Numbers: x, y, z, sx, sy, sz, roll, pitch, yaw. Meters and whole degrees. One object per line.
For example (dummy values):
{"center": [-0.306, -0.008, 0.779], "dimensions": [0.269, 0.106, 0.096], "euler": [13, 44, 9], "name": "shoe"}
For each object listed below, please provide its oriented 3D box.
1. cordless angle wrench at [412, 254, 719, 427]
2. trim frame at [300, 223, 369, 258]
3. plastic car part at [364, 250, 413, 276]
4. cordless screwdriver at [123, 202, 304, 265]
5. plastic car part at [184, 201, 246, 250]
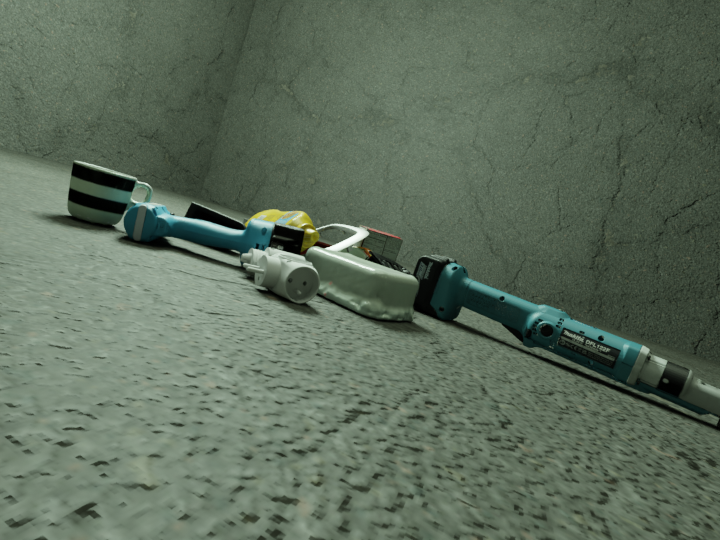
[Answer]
{"center": [0.269, 0.086, 0.605], "dimensions": [0.447, 0.097, 0.070], "euler": [24, 10, 36], "name": "cordless angle wrench"}
{"center": [-0.078, -0.051, 0.802], "dimensions": [0.182, 0.027, 0.257], "euler": [-24, 16, -14], "name": "trim frame"}
{"center": [0.053, 0.018, 0.747], "dimensions": [0.069, 0.067, 0.194], "euler": [45, 15, 20], "name": "plastic car part"}
{"center": [-0.214, -0.055, 0.645], "dimensions": [0.244, 0.074, 0.163], "euler": [12, 5, -12], "name": "cordless screwdriver"}
{"center": [-0.252, -0.066, 0.752], "dimensions": [0.118, 0.066, 0.069], "euler": [21, -10, 8], "name": "plastic car part"}
